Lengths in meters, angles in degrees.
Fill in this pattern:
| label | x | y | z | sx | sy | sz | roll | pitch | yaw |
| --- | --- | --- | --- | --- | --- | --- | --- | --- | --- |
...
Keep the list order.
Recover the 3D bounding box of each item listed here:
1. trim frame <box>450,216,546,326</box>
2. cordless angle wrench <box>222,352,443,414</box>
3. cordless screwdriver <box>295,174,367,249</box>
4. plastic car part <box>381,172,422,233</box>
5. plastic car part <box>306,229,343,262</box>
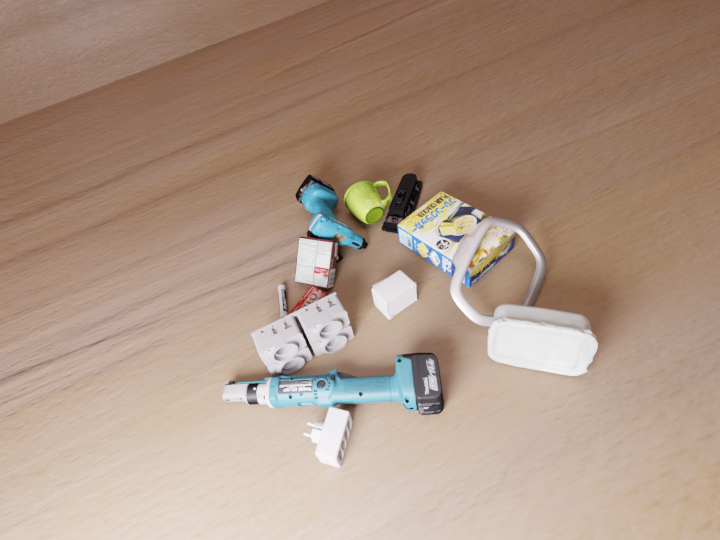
| label | x | y | z | sx | sy | sz | roll | pitch | yaw |
| --- | --- | --- | --- | --- | --- | --- | --- | --- | --- |
| trim frame | 0.281 | 0.001 | 0.866 | 0.185 | 0.027 | 0.249 | 30 | 72 | 2 |
| cordless angle wrench | -0.066 | 0.224 | 0.797 | 0.431 | 0.071 | 0.101 | -7 | 48 | 12 |
| cordless screwdriver | -0.077 | -0.147 | 1.102 | 0.074 | 0.151 | 0.261 | -54 | 34 | 21 |
| plastic car part | 0.111 | -0.188 | 1.117 | 0.069 | 0.064 | 0.204 | 4 | 48 | 26 |
| plastic car part | -0.104 | -0.068 | 1.062 | 0.065 | 0.068 | 0.123 | -28 | 51 | -12 |
